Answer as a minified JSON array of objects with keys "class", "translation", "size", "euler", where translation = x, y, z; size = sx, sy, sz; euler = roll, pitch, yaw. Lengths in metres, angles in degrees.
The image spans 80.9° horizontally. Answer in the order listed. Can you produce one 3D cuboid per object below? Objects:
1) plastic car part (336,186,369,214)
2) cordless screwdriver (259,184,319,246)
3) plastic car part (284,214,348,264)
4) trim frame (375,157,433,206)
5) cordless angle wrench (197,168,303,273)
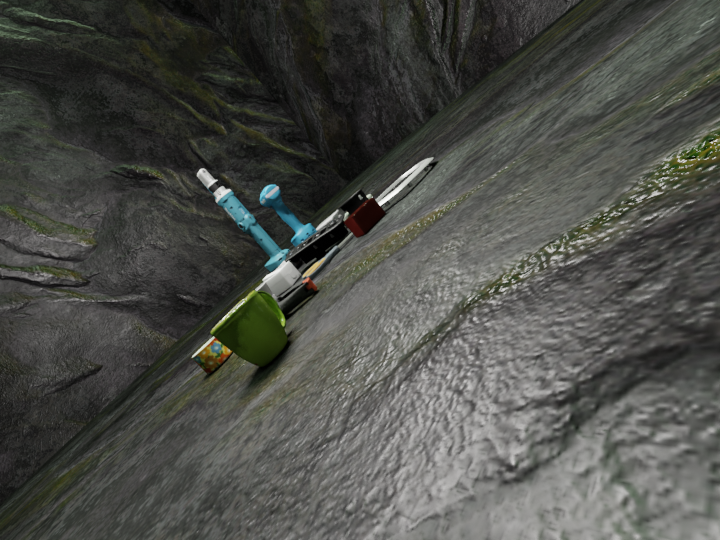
[{"class":"plastic car part","translation":[-0.008,-0.187,1.215],"size":[0.065,0.070,0.119],"euler":[-44,11,-20]},{"class":"cordless screwdriver","translation":[-0.214,-0.146,1.285],"size":[0.074,0.246,0.163],"euler":[-43,8,-17]},{"class":"plastic car part","translation":[-0.112,-0.073,1.142],"size":[0.205,0.066,0.067],"euler":[-37,10,17]},{"class":"trim frame","translation":[0.097,-0.213,1.087],"size":[0.246,0.027,0.189],"euler":[-48,14,-30]},{"class":"cordless angle wrench","translation":[-0.352,-0.148,1.307],"size":[0.100,0.418,0.073],"euler":[-34,10,49]}]
